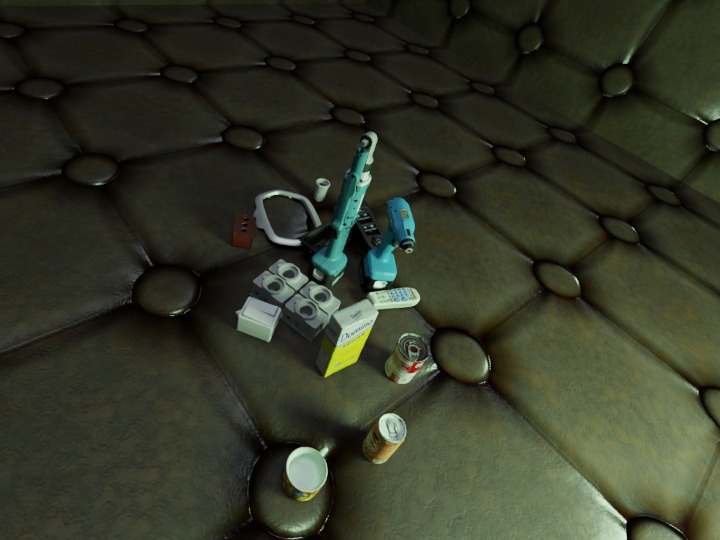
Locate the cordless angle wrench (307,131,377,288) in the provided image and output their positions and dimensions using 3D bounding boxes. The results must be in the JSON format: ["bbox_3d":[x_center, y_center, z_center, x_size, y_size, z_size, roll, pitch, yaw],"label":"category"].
[{"bbox_3d":[-0.035,-0.126,0.959,0.076,0.417,0.097,34,45,12],"label":"cordless angle wrench"}]

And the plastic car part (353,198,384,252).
[{"bbox_3d":[0.015,-0.118,1.215,0.064,0.066,0.213,-9,50,-26],"label":"plastic car part"}]

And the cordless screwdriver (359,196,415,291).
[{"bbox_3d":[0.068,-0.036,1.022,0.073,0.245,0.165,6,46,-15],"label":"cordless screwdriver"}]

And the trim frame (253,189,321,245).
[{"bbox_3d":[-0.212,-0.155,1.215,0.178,0.027,0.261,-8,49,-23],"label":"trim frame"}]

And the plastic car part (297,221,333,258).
[{"bbox_3d":[-0.111,-0.072,1.132,0.068,0.070,0.114,38,48,18],"label":"plastic car part"}]
